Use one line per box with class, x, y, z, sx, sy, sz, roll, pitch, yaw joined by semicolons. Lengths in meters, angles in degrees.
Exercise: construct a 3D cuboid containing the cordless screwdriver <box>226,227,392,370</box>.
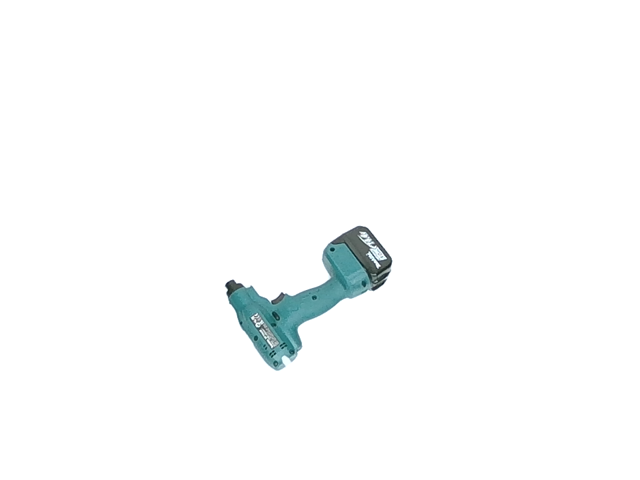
cordless screwdriver;-0.019;0.069;0.676;0.248;0.159;0.074;-36;-22;-13
